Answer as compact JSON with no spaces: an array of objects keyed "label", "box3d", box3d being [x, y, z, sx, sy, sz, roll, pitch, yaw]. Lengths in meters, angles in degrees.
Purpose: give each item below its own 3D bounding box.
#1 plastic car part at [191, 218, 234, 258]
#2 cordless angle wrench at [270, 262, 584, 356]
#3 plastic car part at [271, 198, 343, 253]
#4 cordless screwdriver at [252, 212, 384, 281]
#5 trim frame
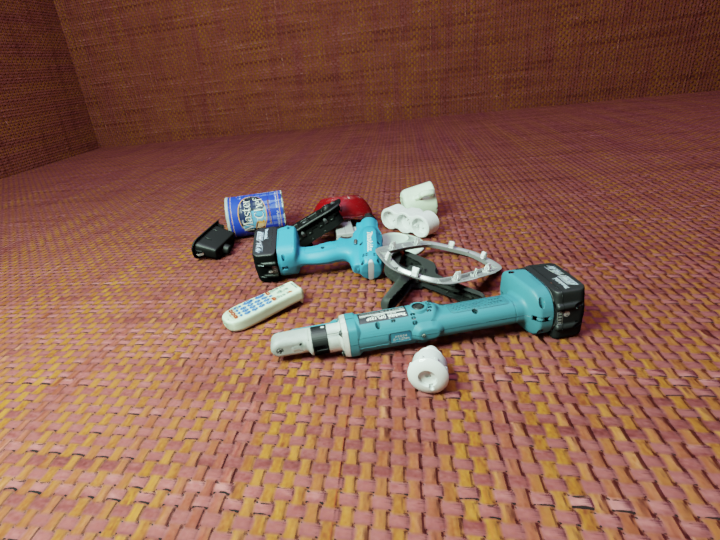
[{"label":"plastic car part","box3d":[-0.328,-0.060,0.970,0.072,0.064,0.117,12,32,5]},{"label":"cordless angle wrench","box3d":[0.083,0.071,0.591,0.422,0.072,0.101,-10,26,-1]},{"label":"plastic car part","box3d":[-0.117,-0.083,0.911,0.203,0.066,0.067,-36,11,2]},{"label":"cordless screwdriver","box3d":[-0.081,-0.053,0.832,0.251,0.071,0.164,-2,45,5]},{"label":"trim frame","box3d":[0.140,-0.020,0.743,0.238,0.027,0.195,-9,27,-42]}]
